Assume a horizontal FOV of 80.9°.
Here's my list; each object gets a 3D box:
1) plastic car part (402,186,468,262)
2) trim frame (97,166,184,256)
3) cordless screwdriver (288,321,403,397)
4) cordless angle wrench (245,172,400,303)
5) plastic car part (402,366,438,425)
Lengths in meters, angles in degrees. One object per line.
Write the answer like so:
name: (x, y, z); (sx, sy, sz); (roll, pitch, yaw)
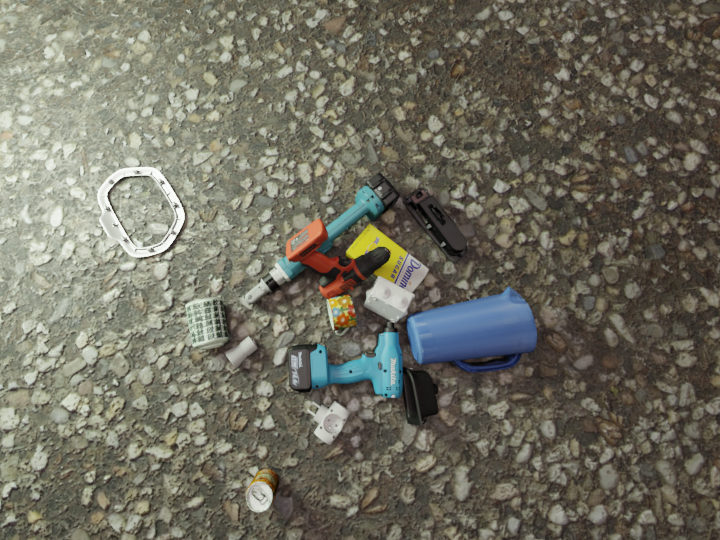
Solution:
plastic car part: (0.189, -0.114, 1.004); (0.065, 0.067, 0.207); (-30, 80, -16)
trim frame: (-0.541, -0.149, 1.034); (0.183, 0.027, 0.253); (-33, 79, -7)
cordless screwdriver: (-0.033, 0.189, 0.916); (0.247, 0.074, 0.161); (2, 75, -4)
cordless angle wrench: (-0.096, -0.062, 0.977); (0.421, 0.097, 0.075); (-39, 85, -6)
plastic car part: (0.133, 0.265, 0.905); (0.069, 0.066, 0.119); (1, 72, -18)
